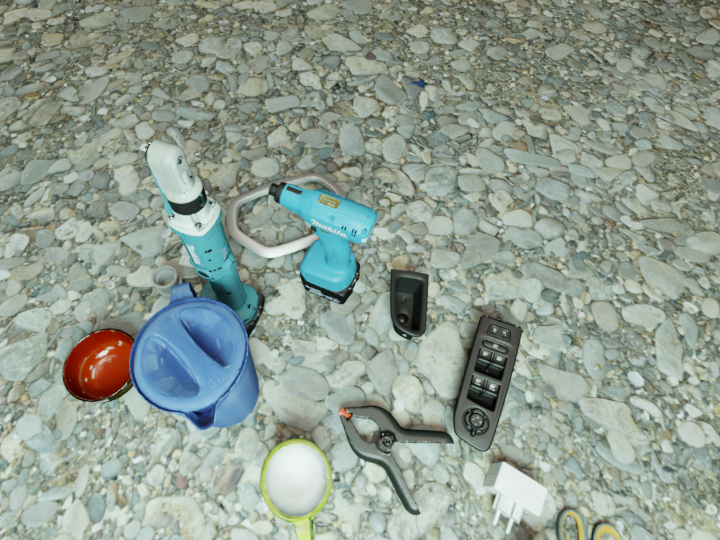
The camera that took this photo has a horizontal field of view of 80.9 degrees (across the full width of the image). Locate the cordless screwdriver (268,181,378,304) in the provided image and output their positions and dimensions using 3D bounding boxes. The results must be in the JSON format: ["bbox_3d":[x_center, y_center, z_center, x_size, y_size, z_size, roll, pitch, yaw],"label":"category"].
[{"bbox_3d":[-0.066,-0.043,0.680,0.162,0.243,0.074,24,63,8],"label":"cordless screwdriver"}]

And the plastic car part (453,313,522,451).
[{"bbox_3d":[0.191,0.175,0.664,0.067,0.065,0.204,21,62,7],"label":"plastic car part"}]

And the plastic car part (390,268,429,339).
[{"bbox_3d":[0.077,0.066,0.721,0.066,0.069,0.119,7,61,0],"label":"plastic car part"}]

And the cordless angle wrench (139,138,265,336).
[{"bbox_3d":[-0.199,-0.017,0.566,0.099,0.414,0.075,20,62,4],"label":"cordless angle wrench"}]

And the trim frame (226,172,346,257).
[{"bbox_3d":[-0.144,-0.117,0.843,0.245,0.027,0.192,-23,64,-14],"label":"trim frame"}]
